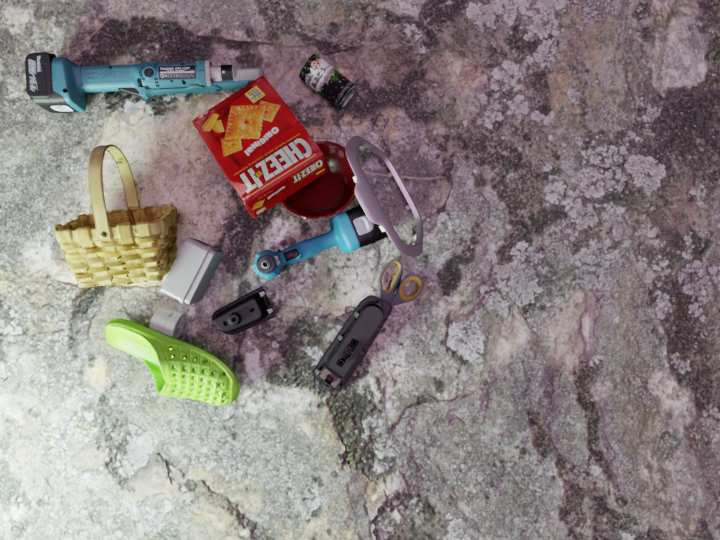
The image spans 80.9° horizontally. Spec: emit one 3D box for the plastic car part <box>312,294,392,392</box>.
[{"bbox_3d":[-0.016,0.135,0.795,0.068,0.065,0.203,34,89,11],"label":"plastic car part"}]

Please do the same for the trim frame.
[{"bbox_3d":[0.047,-0.136,0.771,0.028,0.180,0.248,-27,92,31],"label":"trim frame"}]

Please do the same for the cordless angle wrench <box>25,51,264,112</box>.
[{"bbox_3d":[-0.396,-0.364,0.805,0.420,0.075,0.098,-4,90,-5],"label":"cordless angle wrench"}]

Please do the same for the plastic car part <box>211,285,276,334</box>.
[{"bbox_3d":[-0.225,0.084,0.792,0.116,0.071,0.066,-26,91,-7],"label":"plastic car part"}]

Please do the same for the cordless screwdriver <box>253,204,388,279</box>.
[{"bbox_3d":[-0.074,-0.048,0.758,0.247,0.160,0.074,-23,93,-6],"label":"cordless screwdriver"}]
